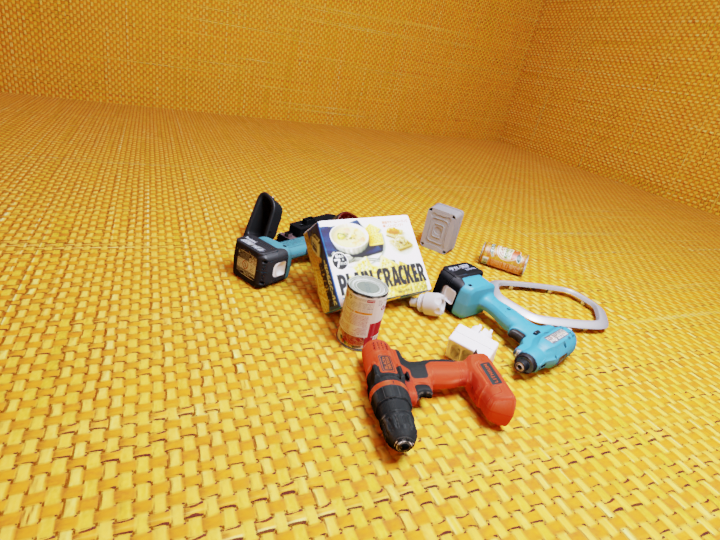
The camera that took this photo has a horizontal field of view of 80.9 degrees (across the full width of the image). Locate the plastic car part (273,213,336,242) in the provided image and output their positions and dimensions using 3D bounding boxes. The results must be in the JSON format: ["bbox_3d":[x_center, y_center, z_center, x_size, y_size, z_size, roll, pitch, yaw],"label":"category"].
[{"bbox_3d":[-0.118,-0.100,1.026,0.070,0.066,0.195,20,24,34],"label":"plastic car part"}]

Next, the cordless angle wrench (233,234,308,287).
[{"bbox_3d":[-0.092,-0.060,0.946,0.103,0.073,0.408,27,29,30],"label":"cordless angle wrench"}]

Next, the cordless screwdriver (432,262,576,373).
[{"bbox_3d":[0.238,0.084,0.763,0.153,0.073,0.263,-13,38,-39],"label":"cordless screwdriver"}]

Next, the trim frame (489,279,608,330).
[{"bbox_3d":[0.395,0.068,0.896,0.245,0.027,0.190,3,28,-8],"label":"trim frame"}]

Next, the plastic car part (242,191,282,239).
[{"bbox_3d":[-0.214,-0.117,0.983,0.069,0.116,0.068,23,4,24],"label":"plastic car part"}]
